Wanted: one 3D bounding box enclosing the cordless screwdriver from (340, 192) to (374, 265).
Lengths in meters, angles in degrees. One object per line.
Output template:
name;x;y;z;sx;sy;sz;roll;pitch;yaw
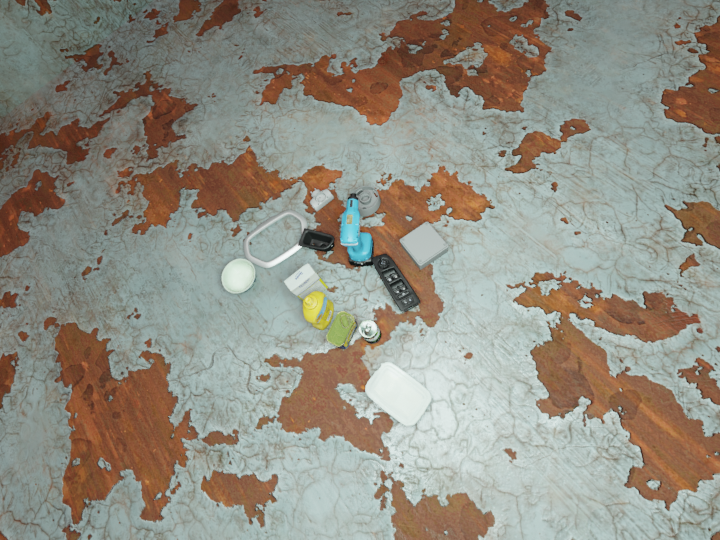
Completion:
cordless screwdriver;-0.010;-0.115;1.289;0.076;0.239;0.162;0;70;11

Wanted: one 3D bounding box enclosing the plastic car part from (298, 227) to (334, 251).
plastic car part;-0.138;-0.090;1.407;0.121;0.068;0.066;14;73;18

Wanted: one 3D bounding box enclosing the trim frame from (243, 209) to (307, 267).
trim frame;-0.296;-0.113;1.481;0.248;0.026;0.192;-35;64;-1

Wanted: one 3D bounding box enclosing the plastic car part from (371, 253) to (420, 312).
plastic car part;0.105;0.036;1.295;0.066;0.064;0.211;-30;65;0
